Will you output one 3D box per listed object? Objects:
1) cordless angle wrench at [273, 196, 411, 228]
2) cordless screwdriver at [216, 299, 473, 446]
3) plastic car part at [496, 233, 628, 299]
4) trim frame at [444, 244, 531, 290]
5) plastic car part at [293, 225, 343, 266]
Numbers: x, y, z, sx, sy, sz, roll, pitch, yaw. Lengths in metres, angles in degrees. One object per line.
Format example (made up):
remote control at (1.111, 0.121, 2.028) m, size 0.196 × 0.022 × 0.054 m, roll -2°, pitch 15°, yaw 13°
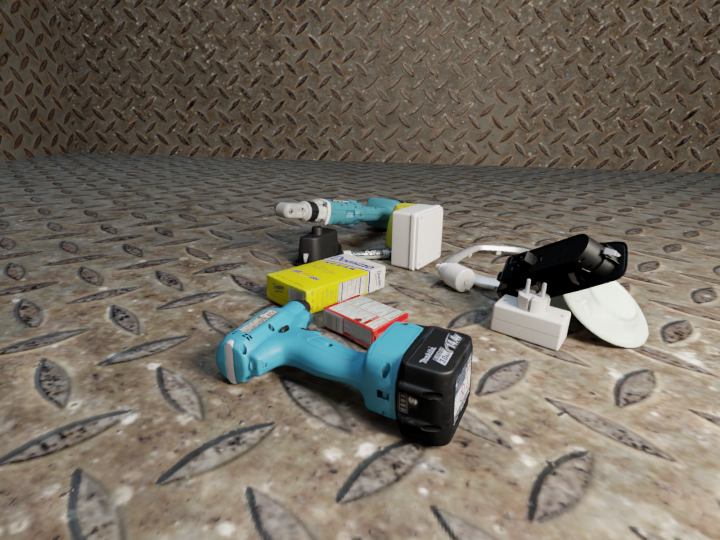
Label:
cordless angle wrench at (-0.024, -0.125, 0.909) m, size 0.103 × 0.074 × 0.405 m, roll 14°, pitch 13°, yaw 33°
cordless screwdriver at (-0.012, 0.084, 0.455) m, size 0.259 × 0.073 × 0.156 m, roll 7°, pitch 20°, yaw 25°
plastic car part at (0.249, -0.005, 0.560) m, size 0.066 × 0.066 × 0.207 m, roll -54°, pitch 12°, yaw -22°
trim frame at (0.266, -0.008, 0.787) m, size 0.194 × 0.027 × 0.240 m, roll 14°, pitch 22°, yaw 34°
plastic car part at (-0.080, -0.053, 0.822) m, size 0.069 × 0.070 × 0.113 m, roll 10°, pitch 18°, yaw 26°
